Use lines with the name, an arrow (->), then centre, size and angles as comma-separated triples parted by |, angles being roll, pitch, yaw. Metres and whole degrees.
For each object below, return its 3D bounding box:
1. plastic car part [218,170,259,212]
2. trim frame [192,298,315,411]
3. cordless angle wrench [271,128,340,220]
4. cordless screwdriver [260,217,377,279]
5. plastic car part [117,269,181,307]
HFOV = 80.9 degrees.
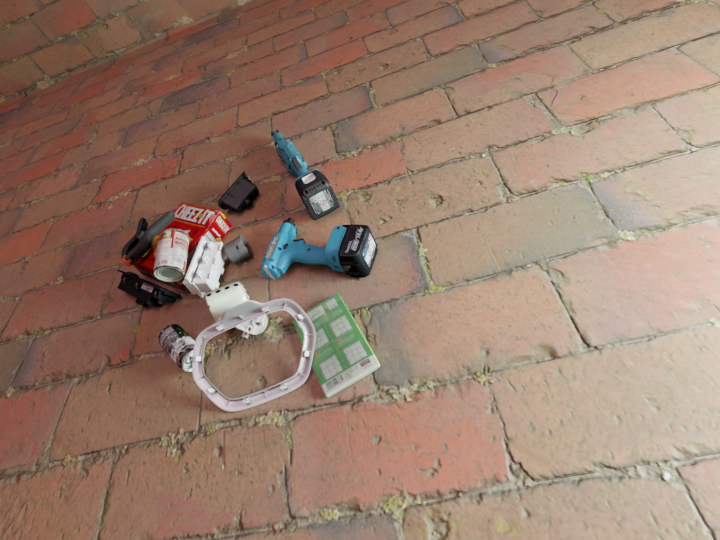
plastic car part -> -0.318, -0.198, 1.139 | 0.074, 0.063, 0.116 | 25, 68, 20
trim frame -> -0.200, 0.150, 0.781 | 0.250, 0.026, 0.190 | -23, 70, 7
cordless angle wrench -> -0.173, -0.284, 1.131 | 0.074, 0.093, 0.446 | -29, 44, -4
cordless screwdriver -> -0.090, -0.059, 0.918 | 0.258, 0.070, 0.161 | -2, 52, 26
plastic car part -> -0.526, 0.048, 1.027 | 0.214, 0.063, 0.067 | 20, 88, 33
